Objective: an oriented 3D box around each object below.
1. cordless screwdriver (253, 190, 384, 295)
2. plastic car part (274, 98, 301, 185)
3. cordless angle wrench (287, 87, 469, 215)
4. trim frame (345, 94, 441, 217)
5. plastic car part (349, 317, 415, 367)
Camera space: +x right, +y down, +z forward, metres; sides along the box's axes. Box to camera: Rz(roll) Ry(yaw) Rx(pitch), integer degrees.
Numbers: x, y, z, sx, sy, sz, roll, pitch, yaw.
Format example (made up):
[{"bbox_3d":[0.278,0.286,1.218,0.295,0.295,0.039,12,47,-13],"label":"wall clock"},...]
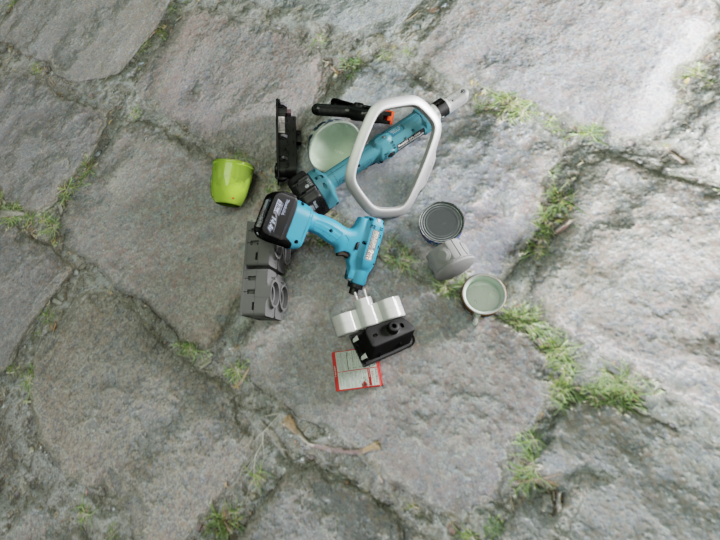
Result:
[{"bbox_3d":[-0.079,-0.052,0.810,0.239,0.077,0.159,16,89,-22],"label":"cordless screwdriver"},{"bbox_3d":[-0.169,-0.286,0.963,0.066,0.067,0.206,5,73,-14],"label":"plastic car part"},{"bbox_3d":[0.048,-0.258,0.884,0.423,0.094,0.077,-34,69,0],"label":"cordless angle wrench"},{"bbox_3d":[0.068,-0.224,0.841,0.178,0.028,0.247,17,97,-19],"label":"trim frame"},{"bbox_3d":[0.047,0.118,0.770,0.115,0.069,0.069,-19,61,-14],"label":"plastic car part"}]
